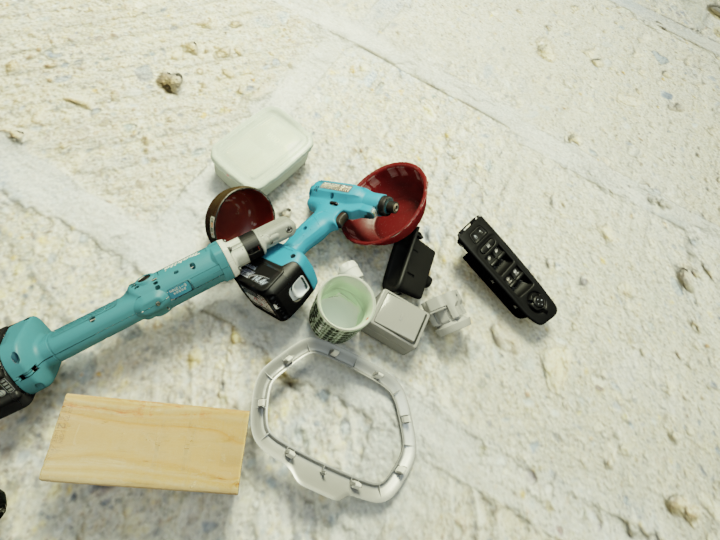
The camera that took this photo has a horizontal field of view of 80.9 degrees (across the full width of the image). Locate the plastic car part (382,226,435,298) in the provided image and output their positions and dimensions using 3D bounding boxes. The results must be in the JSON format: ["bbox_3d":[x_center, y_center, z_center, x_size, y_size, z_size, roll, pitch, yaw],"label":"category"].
[{"bbox_3d":[0.086,-0.002,0.691,0.069,0.067,0.118,25,65,-18],"label":"plastic car part"}]

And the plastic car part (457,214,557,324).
[{"bbox_3d":[0.234,0.009,0.703,0.065,0.067,0.206,-38,81,-32],"label":"plastic car part"}]

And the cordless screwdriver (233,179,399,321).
[{"bbox_3d":[-0.062,-0.040,0.633,0.168,0.071,0.248,15,56,35],"label":"cordless screwdriver"}]

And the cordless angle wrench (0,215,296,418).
[{"bbox_3d":[-0.270,0.032,0.550,0.417,0.071,0.103,-29,30,-15],"label":"cordless angle wrench"}]

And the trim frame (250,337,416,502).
[{"bbox_3d":[-0.028,0.198,0.566,0.243,0.028,0.186,30,57,-10],"label":"trim frame"}]
